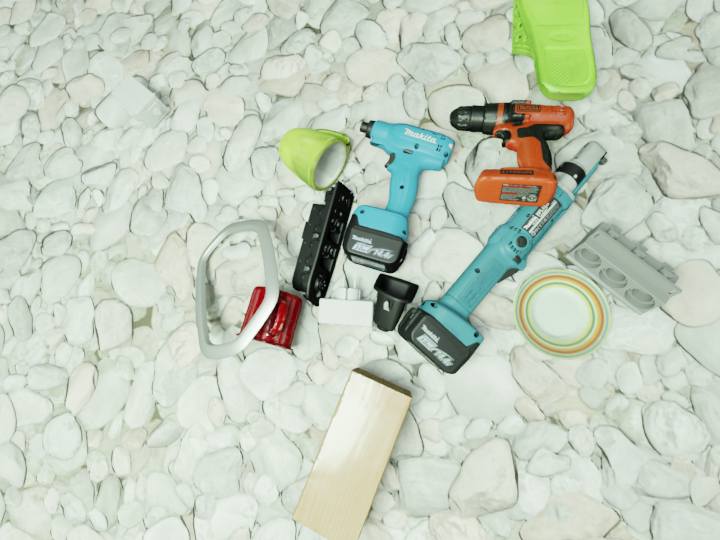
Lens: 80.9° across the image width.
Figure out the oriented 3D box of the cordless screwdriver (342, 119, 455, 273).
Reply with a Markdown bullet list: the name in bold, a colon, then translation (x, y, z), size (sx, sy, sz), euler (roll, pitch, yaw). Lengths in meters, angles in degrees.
- **cordless screwdriver**: translation (0.036, -0.130, 0.688), size (0.164, 0.072, 0.249), euler (21, 78, 14)

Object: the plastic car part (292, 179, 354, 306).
- **plastic car part**: translation (-0.068, -0.044, 0.693), size (0.069, 0.063, 0.204), euler (7, 79, 20)

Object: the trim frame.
- **trim frame**: translation (-0.204, 0.021, 0.673), size (0.187, 0.026, 0.260), euler (-32, 52, 17)

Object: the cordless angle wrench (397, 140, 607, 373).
- **cordless angle wrench**: translation (0.226, -0.038, 0.630), size (0.098, 0.075, 0.422), euler (42, 84, -3)

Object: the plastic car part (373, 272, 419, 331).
- **plastic car part**: translation (0.044, 0.054, 0.632), size (0.067, 0.115, 0.070), euler (16, 106, 9)
